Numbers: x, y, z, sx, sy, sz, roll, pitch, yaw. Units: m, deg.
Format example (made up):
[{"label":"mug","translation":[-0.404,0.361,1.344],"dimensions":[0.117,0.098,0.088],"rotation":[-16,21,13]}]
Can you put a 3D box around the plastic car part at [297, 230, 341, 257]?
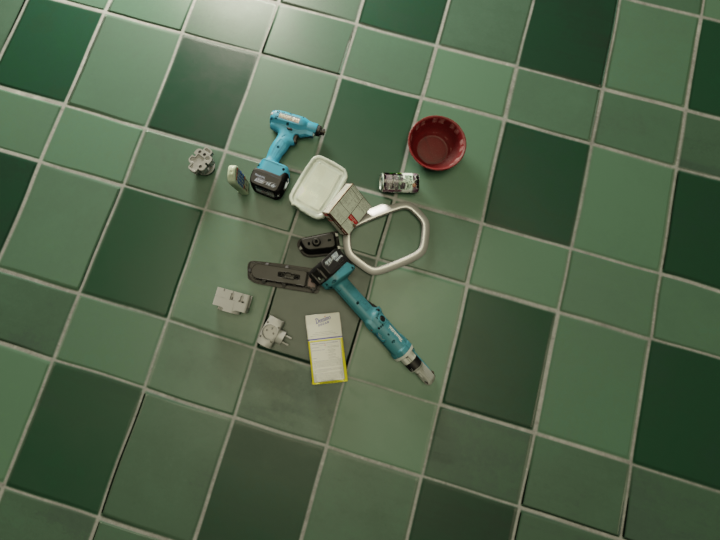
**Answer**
[{"label":"plastic car part","translation":[-0.111,-0.073,1.134],"dimensions":[0.116,0.070,0.067],"rotation":[-9,81,-6]}]

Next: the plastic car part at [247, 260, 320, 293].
[{"label":"plastic car part","translation":[-0.207,0.015,1.126],"dimensions":[0.204,0.066,0.066],"rotation":[9,88,4]}]

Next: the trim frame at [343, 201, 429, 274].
[{"label":"trim frame","translation":[0.072,-0.093,1.160],"dimensions":[0.248,0.027,0.186],"rotation":[-23,82,-2]}]

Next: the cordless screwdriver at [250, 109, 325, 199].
[{"label":"cordless screwdriver","translation":[-0.204,-0.321,1.178],"dimensions":[0.160,0.073,0.250],"rotation":[16,77,2]}]

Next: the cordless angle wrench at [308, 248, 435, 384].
[{"label":"cordless angle wrench","translation":[0.041,0.131,1.094],"dimensions":[0.425,0.075,0.096],"rotation":[48,47,2]}]
